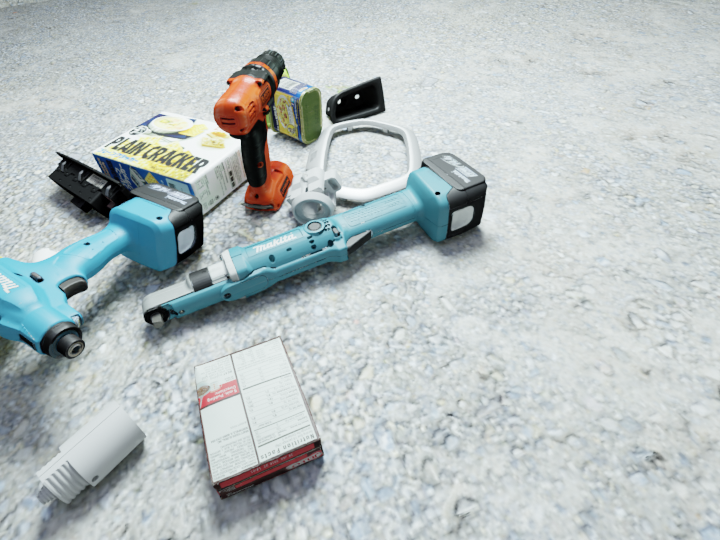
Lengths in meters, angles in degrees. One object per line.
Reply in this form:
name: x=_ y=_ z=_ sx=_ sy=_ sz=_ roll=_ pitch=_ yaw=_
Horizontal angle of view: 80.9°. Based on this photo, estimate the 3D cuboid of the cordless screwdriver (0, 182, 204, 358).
cordless screwdriver: x=-0.269 y=-0.009 z=0.463 sx=0.165 sy=0.073 sz=0.245 roll=22 pitch=37 yaw=18

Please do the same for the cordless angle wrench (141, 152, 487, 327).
cordless angle wrench: x=-0.050 y=-0.032 z=0.508 sx=0.417 sy=0.071 sz=0.103 roll=-22 pitch=47 yaw=-13

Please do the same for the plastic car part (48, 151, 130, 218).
plastic car part: x=-0.419 y=-0.127 z=0.654 sx=0.213 sy=0.063 sz=0.067 roll=30 pitch=79 yaw=29

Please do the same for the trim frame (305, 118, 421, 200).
trim frame: x=0.003 y=-0.187 z=0.687 sx=0.186 sy=0.026 sz=0.255 roll=-1 pitch=46 yaw=4

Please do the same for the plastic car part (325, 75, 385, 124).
plastic car part: x=-0.020 y=-0.325 z=0.814 sx=0.115 sy=0.063 sz=0.075 roll=-23 pitch=32 yaw=-13
